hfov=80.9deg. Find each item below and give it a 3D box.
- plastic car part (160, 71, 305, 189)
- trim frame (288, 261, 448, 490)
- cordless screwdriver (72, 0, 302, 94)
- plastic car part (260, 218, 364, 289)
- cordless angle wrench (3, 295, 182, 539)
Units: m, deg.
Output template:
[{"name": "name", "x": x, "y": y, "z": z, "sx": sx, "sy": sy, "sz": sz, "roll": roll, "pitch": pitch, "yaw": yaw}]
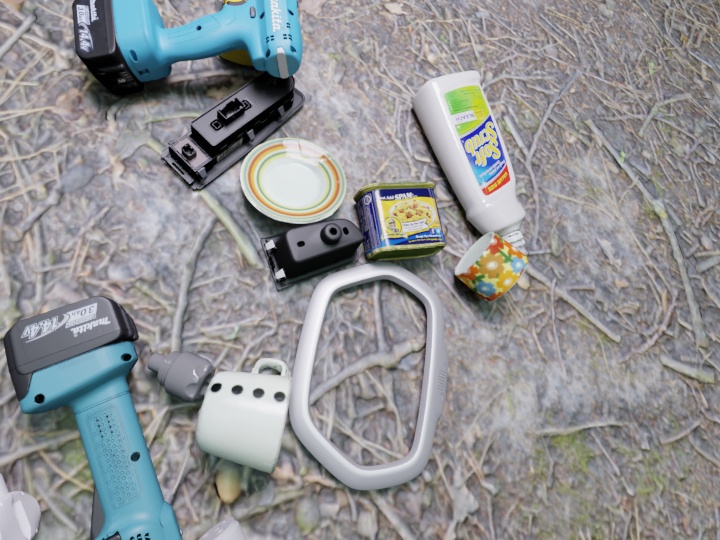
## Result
[{"name": "plastic car part", "x": -0.149, "y": -0.191, "z": 0.522, "sx": 0.067, "sy": 0.066, "sz": 0.201, "roll": 40, "pitch": 63, "yaw": 7}, {"name": "trim frame", "x": 0.017, "y": 0.107, "z": 0.476, "sx": 0.181, "sy": 0.027, "sz": 0.252, "roll": 14, "pitch": 66, "yaw": -9}, {"name": "cordless screwdriver", "x": -0.197, "y": -0.298, "z": 0.498, "sx": 0.249, "sy": 0.073, "sz": 0.162, "roll": -7, "pitch": 78, "yaw": 0}, {"name": "plastic car part", "x": -0.047, "y": -0.031, "z": 0.483, "sx": 0.114, "sy": 0.071, "sz": 0.067, "roll": -18, "pitch": 80, "yaw": -18}, {"name": "cordless angle wrench", "x": -0.186, "y": 0.233, "z": 0.355, "sx": 0.096, "sy": 0.075, "sz": 0.430, "roll": -20, "pitch": 79, "yaw": -21}]
